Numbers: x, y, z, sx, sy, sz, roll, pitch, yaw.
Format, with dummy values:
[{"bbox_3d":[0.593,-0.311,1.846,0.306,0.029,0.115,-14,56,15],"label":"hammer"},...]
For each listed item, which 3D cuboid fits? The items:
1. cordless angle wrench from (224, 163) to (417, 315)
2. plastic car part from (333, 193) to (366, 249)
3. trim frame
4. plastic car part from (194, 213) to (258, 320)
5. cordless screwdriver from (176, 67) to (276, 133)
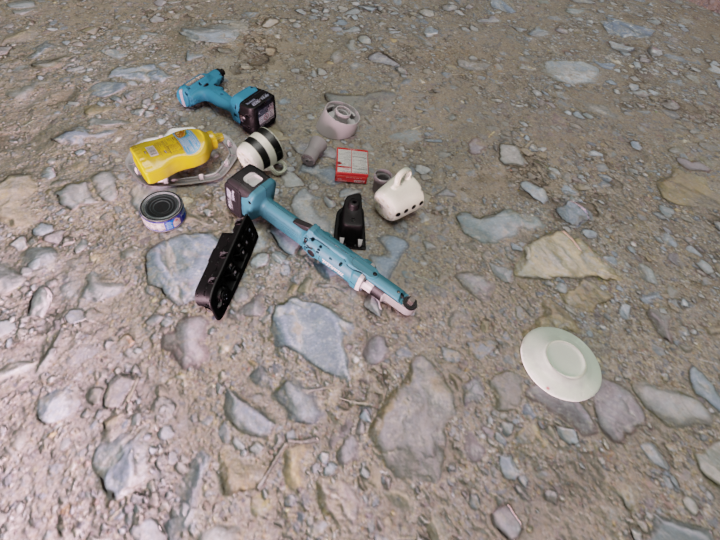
[{"bbox_3d":[-0.078,-0.051,0.794,0.436,0.096,0.073,36,58,15],"label":"cordless angle wrench"},{"bbox_3d":[-0.017,-0.108,0.844,0.066,0.069,0.120,5,56,-5],"label":"plastic car part"},{"bbox_3d":[-0.402,-0.260,0.956,0.245,0.027,0.192,-9,54,-9],"label":"trim frame"},{"bbox_3d":[-0.245,-0.010,0.761,0.068,0.064,0.207,2,53,7],"label":"plastic car part"},{"bbox_3d":[-0.322,-0.442,1.069,0.258,0.072,0.158,25,55,18],"label":"cordless screwdriver"}]
